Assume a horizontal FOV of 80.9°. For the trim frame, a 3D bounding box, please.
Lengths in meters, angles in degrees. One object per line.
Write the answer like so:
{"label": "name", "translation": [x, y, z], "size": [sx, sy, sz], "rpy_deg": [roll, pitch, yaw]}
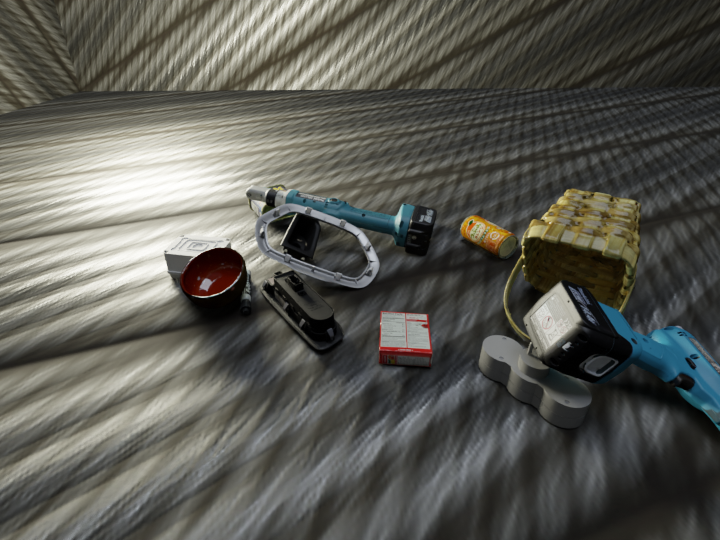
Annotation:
{"label": "trim frame", "translation": [-0.078, -0.051, 0.796], "size": [0.245, 0.027, 0.188], "rpy_deg": [21, 45, -8]}

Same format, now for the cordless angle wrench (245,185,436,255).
{"label": "cordless angle wrench", "translation": [-0.058, -0.129, 0.916], "size": [0.435, 0.072, 0.098], "rpy_deg": [14, 34, 14]}

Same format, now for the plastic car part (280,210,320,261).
{"label": "plastic car part", "translation": [-0.123, -0.056, 0.846], "size": [0.065, 0.071, 0.119], "rpy_deg": [24, 41, -10]}

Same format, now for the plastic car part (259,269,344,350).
{"label": "plastic car part", "translation": [-0.095, 0.050, 0.691], "size": [0.064, 0.065, 0.215], "rpy_deg": [-13, 35, -32]}

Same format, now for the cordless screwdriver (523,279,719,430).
{"label": "cordless screwdriver", "translation": [0.331, 0.112, 0.495], "size": [0.243, 0.074, 0.164], "rpy_deg": [18, 36, -14]}
